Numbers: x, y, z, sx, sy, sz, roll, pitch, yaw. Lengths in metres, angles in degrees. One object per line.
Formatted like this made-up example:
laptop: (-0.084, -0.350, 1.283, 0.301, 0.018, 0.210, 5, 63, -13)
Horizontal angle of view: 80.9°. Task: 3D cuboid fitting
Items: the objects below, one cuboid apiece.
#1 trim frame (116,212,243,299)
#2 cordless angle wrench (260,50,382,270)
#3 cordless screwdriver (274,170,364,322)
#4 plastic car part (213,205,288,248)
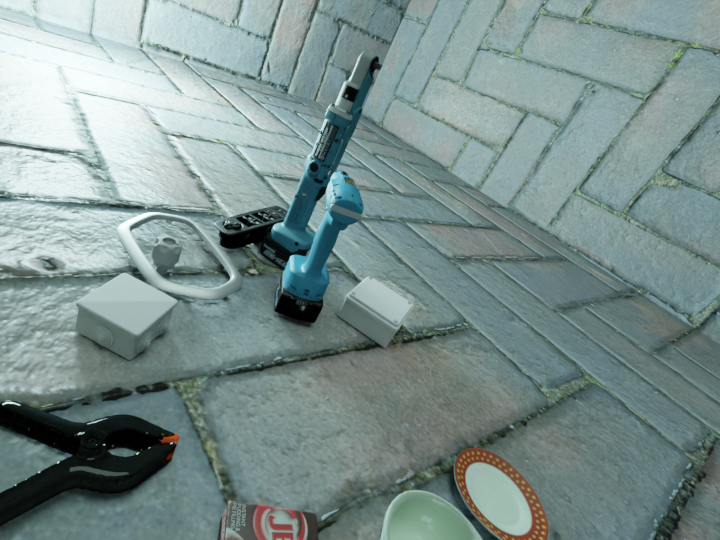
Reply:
trim frame: (-0.309, -0.030, 0.733, 0.261, 0.027, 0.176, 40, 30, 29)
cordless angle wrench: (-0.073, -0.191, 0.787, 0.101, 0.420, 0.072, 35, 26, 14)
cordless screwdriver: (-0.070, -0.046, 0.716, 0.072, 0.247, 0.164, 19, 27, -17)
plastic car part: (-0.221, -0.088, 0.872, 0.069, 0.066, 0.196, 35, 28, 19)
